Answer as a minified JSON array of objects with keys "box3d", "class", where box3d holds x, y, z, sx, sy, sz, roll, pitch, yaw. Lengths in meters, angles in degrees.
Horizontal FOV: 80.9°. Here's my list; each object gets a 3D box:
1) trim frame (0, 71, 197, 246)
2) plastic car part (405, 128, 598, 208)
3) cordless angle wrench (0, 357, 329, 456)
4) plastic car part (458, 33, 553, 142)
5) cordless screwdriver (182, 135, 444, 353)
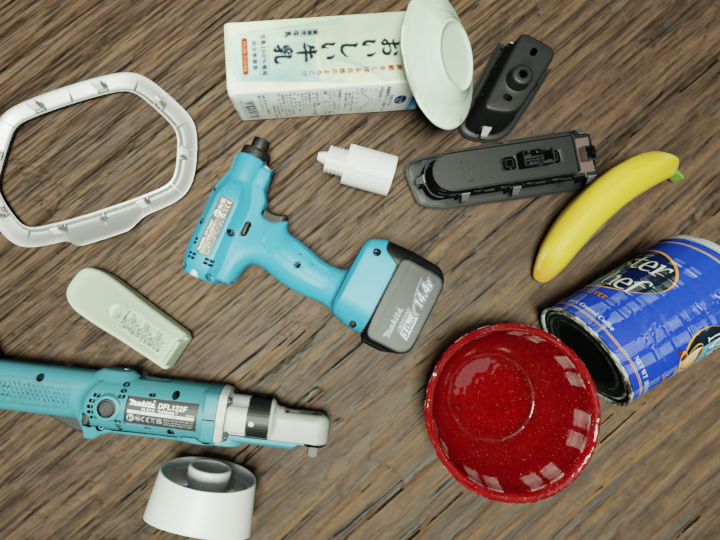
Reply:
[{"box3d":[-0.301,-0.121,0.465,0.248,0.027,0.185,-17,85,-3],"class":"trim frame"},{"box3d":[0.152,-0.105,0.439,0.204,0.067,0.066,-9,95,2],"class":"plastic car part"},{"box3d":[-0.241,0.131,0.418,0.422,0.074,0.098,7,86,-1],"class":"cordless angle wrench"},{"box3d":[0.158,-0.194,0.441,0.066,0.070,0.116,30,83,2],"class":"plastic car part"},{"box3d":[-0.042,-0.027,0.428,0.252,0.073,0.159,22,85,7],"class":"cordless screwdriver"}]
